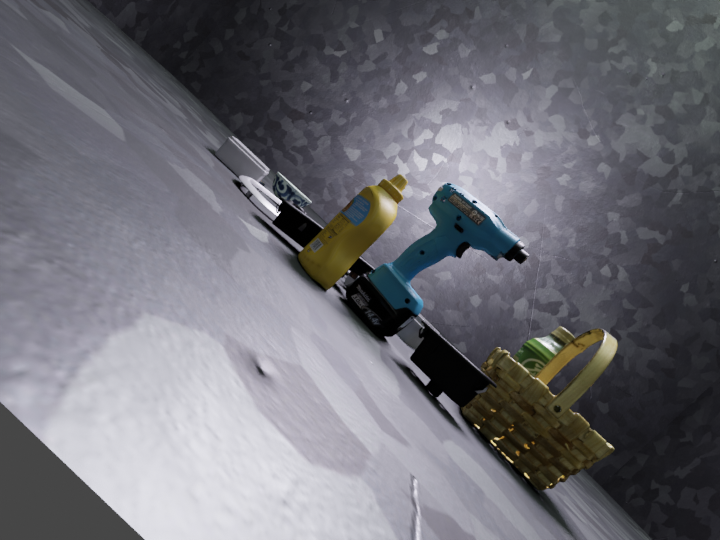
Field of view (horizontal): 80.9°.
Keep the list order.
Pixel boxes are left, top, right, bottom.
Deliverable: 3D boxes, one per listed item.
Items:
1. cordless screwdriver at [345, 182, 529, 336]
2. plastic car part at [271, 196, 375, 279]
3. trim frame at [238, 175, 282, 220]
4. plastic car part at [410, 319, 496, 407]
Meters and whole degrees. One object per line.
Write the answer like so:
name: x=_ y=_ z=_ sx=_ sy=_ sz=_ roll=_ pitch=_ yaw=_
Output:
cordless screwdriver: x=0.109 y=0.003 z=0.633 sx=0.166 sy=0.249 sz=0.071 roll=46 pitch=5 yaw=23
plastic car part: x=-0.068 y=-0.044 z=0.692 sx=0.196 sy=0.067 sz=0.069 roll=42 pitch=4 yaw=-20
trim frame: x=-0.153 y=-0.110 z=0.847 sx=0.234 sy=0.027 sz=0.195 roll=40 pitch=5 yaw=-44
plastic car part: x=0.114 y=0.135 z=0.576 sx=0.123 sy=0.071 sz=0.062 roll=46 pitch=4 yaw=35
